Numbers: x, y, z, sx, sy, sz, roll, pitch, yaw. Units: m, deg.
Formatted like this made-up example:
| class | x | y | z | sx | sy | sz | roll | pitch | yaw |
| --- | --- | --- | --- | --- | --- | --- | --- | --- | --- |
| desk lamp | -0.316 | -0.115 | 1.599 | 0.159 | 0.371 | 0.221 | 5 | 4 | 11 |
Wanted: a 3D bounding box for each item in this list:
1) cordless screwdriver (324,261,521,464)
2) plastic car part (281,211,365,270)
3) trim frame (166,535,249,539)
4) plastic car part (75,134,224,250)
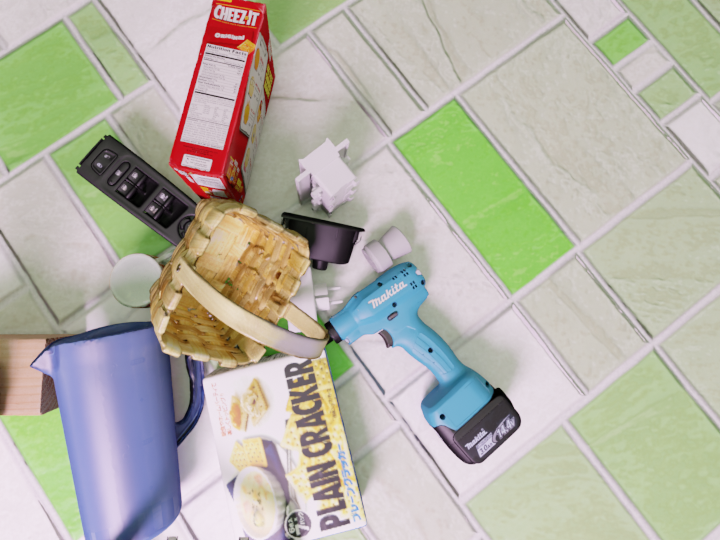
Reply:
| class | x | y | z | sx | sy | sz | roll | pitch | yaw |
| --- | --- | --- | --- | --- | --- | --- | --- | --- | --- |
| cordless screwdriver | 0.071 | 0.128 | 0.552 | 0.158 | 0.073 | 0.253 | -35 | 80 | -5 |
| plastic car part | -0.057 | -0.037 | 0.584 | 0.116 | 0.067 | 0.070 | 15 | 98 | -3 |
| trim frame | -0.184 | 0.348 | 0.482 | 0.242 | 0.029 | 0.181 | 8 | 125 | -15 |
| plastic car part | -0.280 | -0.092 | 0.579 | 0.203 | 0.067 | 0.066 | 37 | 73 | -1 |
